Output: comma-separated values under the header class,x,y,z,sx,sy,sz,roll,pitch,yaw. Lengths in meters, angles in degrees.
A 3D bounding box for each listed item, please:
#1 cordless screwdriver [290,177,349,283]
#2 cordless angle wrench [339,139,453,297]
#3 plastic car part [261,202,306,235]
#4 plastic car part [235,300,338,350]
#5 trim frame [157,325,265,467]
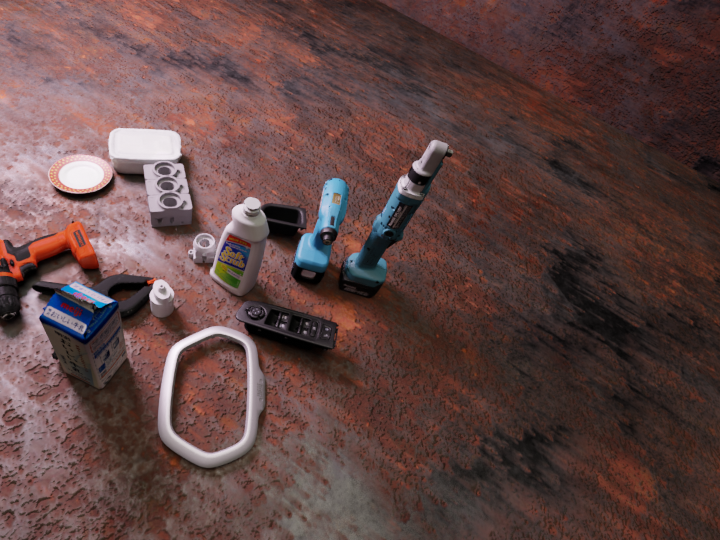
class,x,y,z,sx,sy,sz,roll,pitch,yaw
cordless screwdriver,-0.087,-0.057,0.888,0.073,0.247,0.163,16,50,-12
cordless angle wrench,0.060,-0.091,0.851,0.097,0.420,0.076,19,50,-10
plastic car part,-0.193,-0.115,1.016,0.114,0.070,0.068,7,52,-15
plastic car part,-0.150,0.114,0.849,0.201,0.066,0.067,19,49,-4
trim frame,-0.260,0.215,0.756,0.179,0.027,0.258,3,52,-17
